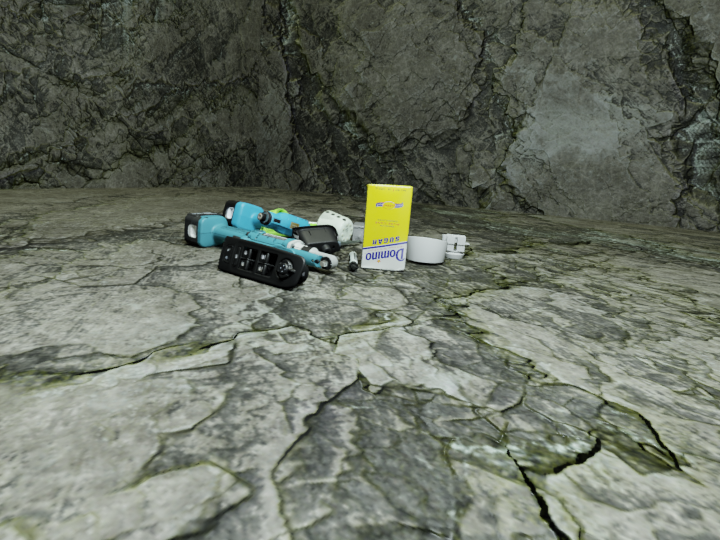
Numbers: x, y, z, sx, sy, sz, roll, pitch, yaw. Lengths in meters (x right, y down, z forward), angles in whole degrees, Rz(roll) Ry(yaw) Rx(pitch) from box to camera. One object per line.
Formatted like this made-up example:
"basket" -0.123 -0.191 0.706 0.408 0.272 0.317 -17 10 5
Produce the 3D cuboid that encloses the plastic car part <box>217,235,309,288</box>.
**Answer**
"plastic car part" -0.170 -0.009 0.760 0.214 0.066 0.063 13 -11 38

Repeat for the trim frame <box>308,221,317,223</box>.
"trim frame" -0.132 -0.133 1.345 0.248 0.027 0.186 5 12 -2

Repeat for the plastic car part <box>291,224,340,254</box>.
"plastic car part" -0.095 -0.062 0.973 0.114 0.064 0.074 -7 40 -18

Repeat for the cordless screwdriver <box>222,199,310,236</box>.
"cordless screwdriver" -0.263 -0.131 1.073 0.262 0.074 0.151 14 0 37

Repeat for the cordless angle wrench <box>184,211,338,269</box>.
"cordless angle wrench" -0.227 -0.061 0.937 0.445 0.073 0.094 15 16 33
